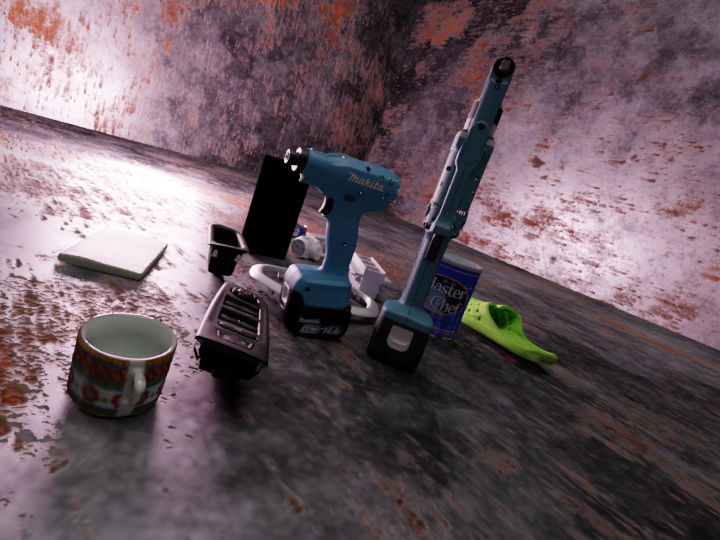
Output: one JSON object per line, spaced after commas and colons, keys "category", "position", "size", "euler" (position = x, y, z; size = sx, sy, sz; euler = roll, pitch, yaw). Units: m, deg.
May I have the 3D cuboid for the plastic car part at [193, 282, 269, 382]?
{"category": "plastic car part", "position": [-0.133, 0.065, 0.450], "size": [0.065, 0.066, 0.208], "euler": [16, 13, -14]}

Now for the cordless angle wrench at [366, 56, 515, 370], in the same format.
{"category": "cordless angle wrench", "position": [0.116, -0.073, 0.577], "size": [0.076, 0.420, 0.097], "euler": [21, 11, 8]}

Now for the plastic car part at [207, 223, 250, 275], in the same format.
{"category": "plastic car part", "position": [-0.230, -0.028, 0.701], "size": [0.063, 0.070, 0.122], "euler": [14, 13, -25]}

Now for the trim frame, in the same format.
{"category": "trim frame", "position": [-0.077, 0.036, 0.745], "size": [0.238, 0.027, 0.193], "euler": [12, 14, -27]}

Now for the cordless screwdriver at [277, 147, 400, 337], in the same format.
{"category": "cordless screwdriver", "position": [-0.057, -0.037, 0.578], "size": [0.153, 0.247, 0.078], "euler": [14, 12, -24]}
